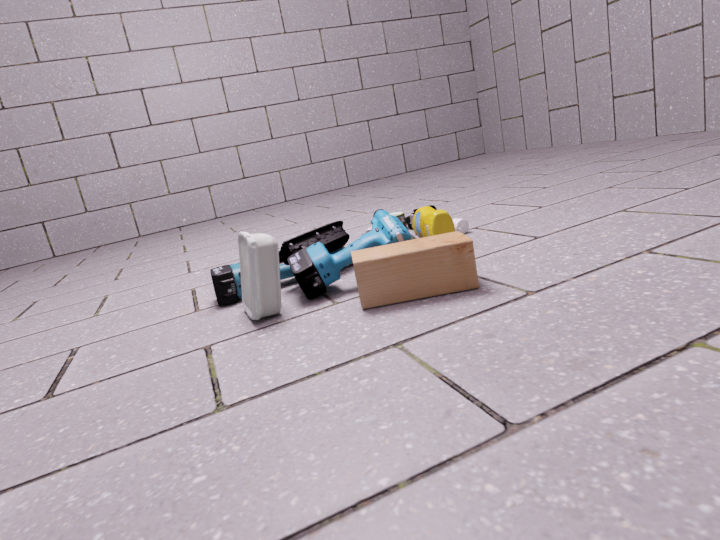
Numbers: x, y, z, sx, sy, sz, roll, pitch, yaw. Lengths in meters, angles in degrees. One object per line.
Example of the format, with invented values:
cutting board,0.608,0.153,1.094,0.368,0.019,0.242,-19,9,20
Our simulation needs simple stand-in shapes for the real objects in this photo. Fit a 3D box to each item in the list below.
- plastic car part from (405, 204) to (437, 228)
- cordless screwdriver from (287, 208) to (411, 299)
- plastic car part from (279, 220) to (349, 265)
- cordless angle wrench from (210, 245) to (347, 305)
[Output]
plastic car part,0.183,-0.159,1.307,0.073,0.066,0.112,-18,4,44
cordless screwdriver,-0.029,-0.048,0.892,0.249,0.071,0.166,-26,32,2
plastic car part,-0.095,-0.062,0.976,0.070,0.065,0.198,31,41,26
cordless angle wrench,-0.140,-0.012,1.015,0.414,0.073,0.102,-14,15,-16
